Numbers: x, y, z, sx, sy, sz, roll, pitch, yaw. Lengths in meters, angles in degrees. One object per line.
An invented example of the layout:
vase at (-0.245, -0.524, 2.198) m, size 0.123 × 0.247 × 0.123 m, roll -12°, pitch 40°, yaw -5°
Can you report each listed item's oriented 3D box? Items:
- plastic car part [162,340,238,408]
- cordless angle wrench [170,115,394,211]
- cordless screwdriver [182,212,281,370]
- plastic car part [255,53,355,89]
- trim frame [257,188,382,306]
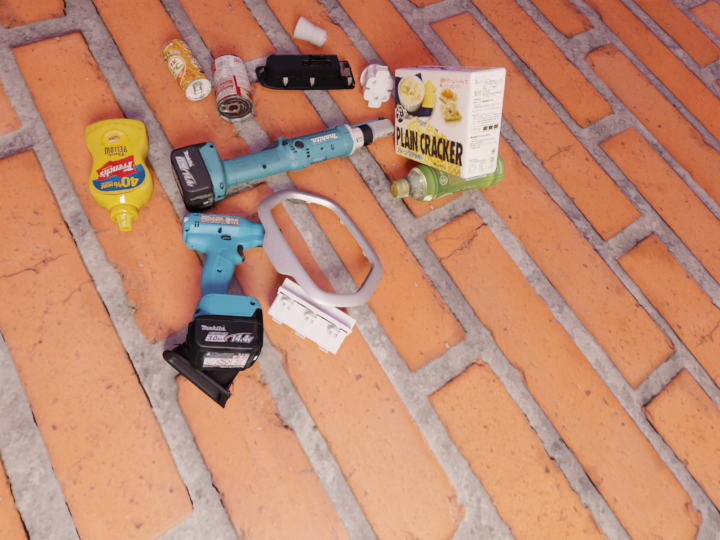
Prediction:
plastic car part at (-0.217, 0.130, 0.608) m, size 0.118 × 0.065 × 0.070 m, roll 37°, pitch 51°, yaw 8°
cordless angle wrench at (-0.117, -0.212, 0.761) m, size 0.413 × 0.074 × 0.100 m, roll -21°, pitch 75°, yaw -21°
cordless screwdriver at (-0.182, 0.017, 0.627) m, size 0.154 × 0.074 × 0.259 m, roll 1°, pitch 52°, yaw -23°
plastic car part at (-0.107, -0.399, 0.845) m, size 0.199 × 0.067 × 0.067 m, roll -9°, pitch 79°, yaw -12°
trim frame at (-0.067, -0.044, 0.688) m, size 0.177 × 0.027 × 0.258 m, roll -16°, pitch 61°, yaw -37°
